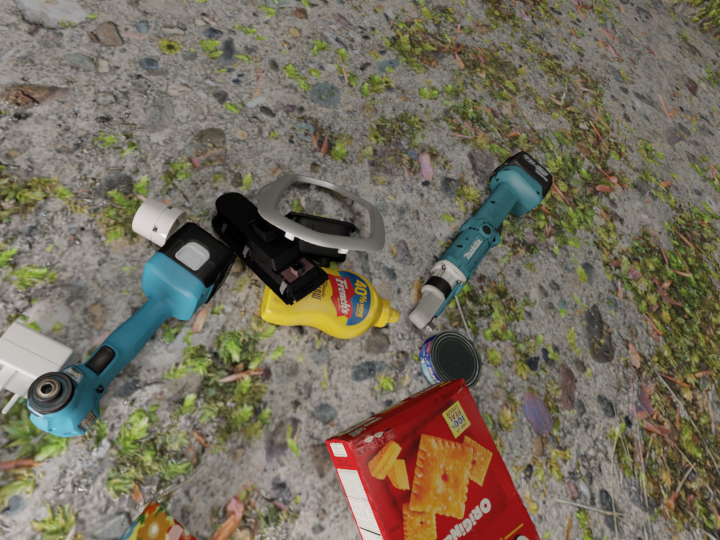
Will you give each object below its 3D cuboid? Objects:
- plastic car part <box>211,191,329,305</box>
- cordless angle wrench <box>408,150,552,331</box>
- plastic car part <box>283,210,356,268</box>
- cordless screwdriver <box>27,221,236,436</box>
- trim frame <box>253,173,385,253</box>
[{"bbox_3d":[-0.133,-0.043,0.546,0.065,0.064,0.214,-39,53,-20],"label":"plastic car part"},{"bbox_3d":[0.201,-0.058,0.722,0.098,0.075,0.418,42,60,1],"label":"cordless angle wrench"},{"bbox_3d":[-0.061,-0.040,0.620,0.112,0.068,0.072,11,78,-22],"label":"plastic car part"},{"bbox_3d":[-0.231,0.051,0.443,0.074,0.160,0.249,36,55,-7],"label":"cordless screwdriver"},{"bbox_3d":[-0.053,-0.085,0.586,0.183,0.027,0.253,18,27,-6],"label":"trim frame"}]
